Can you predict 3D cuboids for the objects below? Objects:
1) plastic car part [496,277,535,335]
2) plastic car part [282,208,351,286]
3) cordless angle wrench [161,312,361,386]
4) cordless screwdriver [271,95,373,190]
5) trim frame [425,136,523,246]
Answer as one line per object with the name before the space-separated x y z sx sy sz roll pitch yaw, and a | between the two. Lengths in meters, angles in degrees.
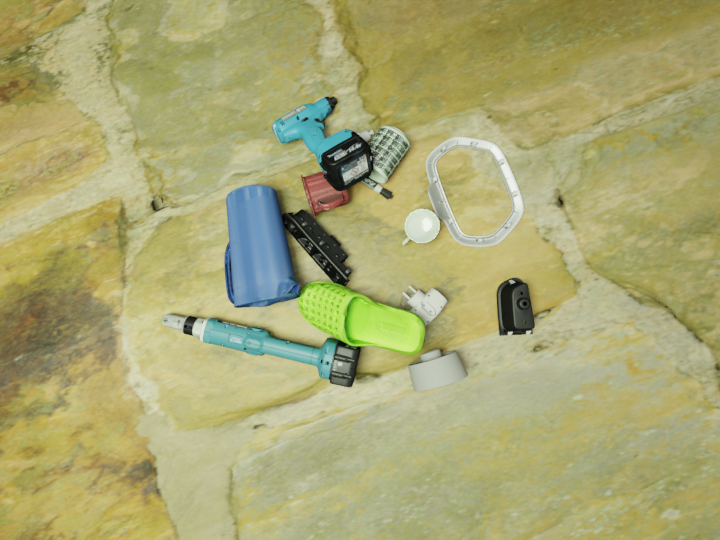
plastic car part | 0.313 0.073 0.840 0.066 0.070 0.117 -4 86 0
plastic car part | -0.087 -0.057 0.895 0.206 0.066 0.066 44 73 7
cordless angle wrench | -0.214 0.145 0.868 0.430 0.096 0.074 11 89 9
cordless screwdriver | -0.062 -0.278 0.873 0.158 0.071 0.262 -35 53 -11
trim frame | 0.239 -0.171 0.899 0.185 0.027 0.251 -19 83 3
